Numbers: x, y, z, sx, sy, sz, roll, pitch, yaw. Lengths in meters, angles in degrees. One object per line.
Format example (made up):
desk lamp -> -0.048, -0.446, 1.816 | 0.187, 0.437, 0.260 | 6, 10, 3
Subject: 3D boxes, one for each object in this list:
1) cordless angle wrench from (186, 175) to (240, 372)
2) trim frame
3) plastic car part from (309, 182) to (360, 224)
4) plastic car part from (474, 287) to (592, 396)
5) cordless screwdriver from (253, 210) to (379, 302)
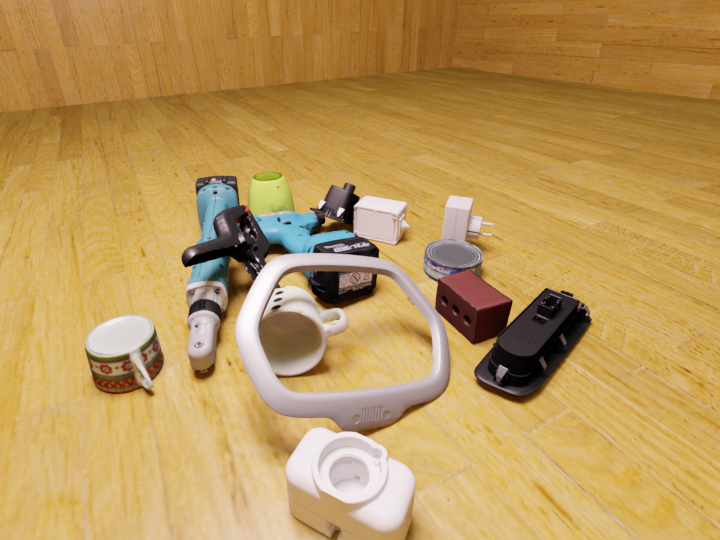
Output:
cordless angle wrench -> -0.222, -0.023, 0.635 | 0.073, 0.095, 0.441 | -6, 35, -11
trim frame -> -0.008, 0.065, 0.439 | 0.238, 0.028, 0.191 | 2, 58, -29
plastic car part -> -0.032, -0.122, 0.753 | 0.068, 0.070, 0.114 | 24, 11, 13
plastic car part -> 0.206, 0.071, 0.486 | 0.070, 0.065, 0.198 | 32, 47, 32
cordless screwdriver -> -0.066, -0.043, 0.672 | 0.153, 0.073, 0.263 | -15, 29, -35
